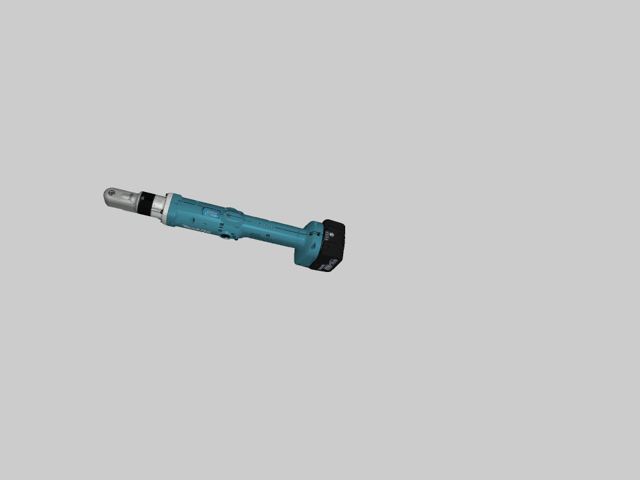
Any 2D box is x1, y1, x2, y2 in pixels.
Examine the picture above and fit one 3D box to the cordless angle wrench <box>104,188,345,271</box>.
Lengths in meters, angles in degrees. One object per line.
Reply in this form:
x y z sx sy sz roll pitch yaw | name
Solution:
-0.165 -0.029 0.765 0.423 0.074 0.098 13 -27 -14 | cordless angle wrench
